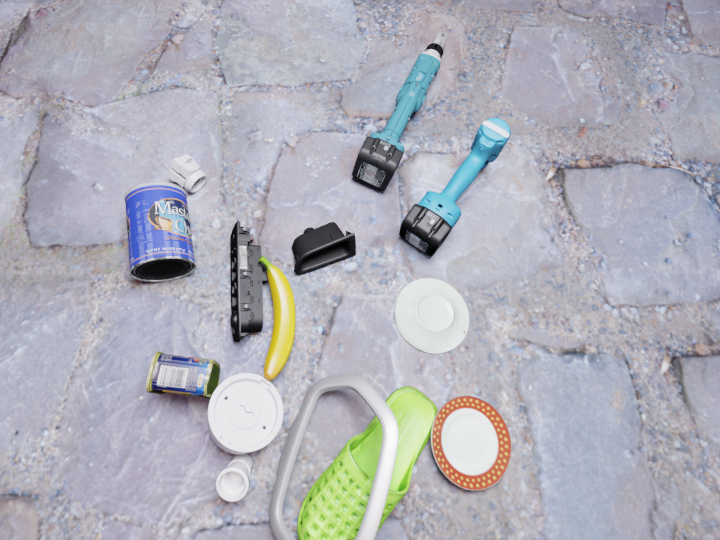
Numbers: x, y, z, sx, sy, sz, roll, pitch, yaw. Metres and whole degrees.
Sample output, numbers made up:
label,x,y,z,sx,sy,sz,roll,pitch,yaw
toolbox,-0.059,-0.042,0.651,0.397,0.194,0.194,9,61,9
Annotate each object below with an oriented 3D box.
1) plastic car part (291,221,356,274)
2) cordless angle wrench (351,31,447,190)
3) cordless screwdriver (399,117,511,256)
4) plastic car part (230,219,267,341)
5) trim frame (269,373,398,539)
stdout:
label,x,y,z,sx,sy,sz,roll,pitch,yaw
plastic car part,-0.073,-0.048,0.748,0.115,0.063,0.074,-19,57,-7
cordless angle wrench,0.102,-0.351,0.860,0.075,0.097,0.425,25,66,0
cordless screwdriver,0.171,-0.144,0.767,0.076,0.155,0.248,36,86,10
plastic car part,-0.192,0.022,0.714,0.064,0.068,0.208,10,64,-29
trim frame,-0.041,0.266,0.581,0.193,0.026,0.251,3,66,35
